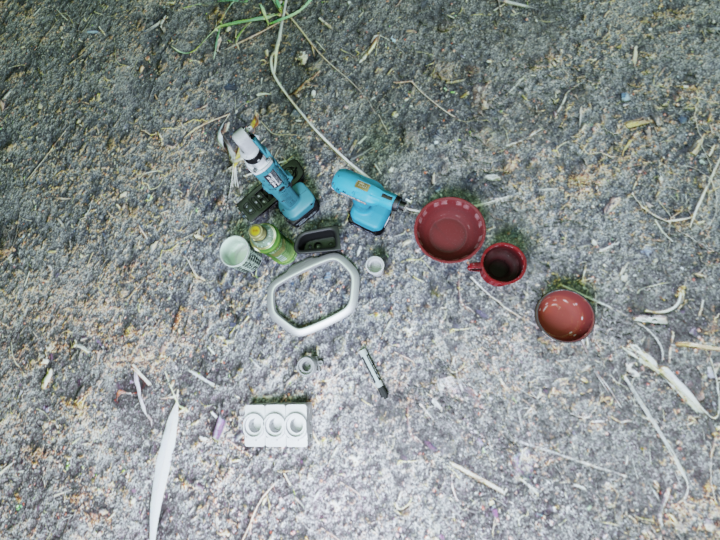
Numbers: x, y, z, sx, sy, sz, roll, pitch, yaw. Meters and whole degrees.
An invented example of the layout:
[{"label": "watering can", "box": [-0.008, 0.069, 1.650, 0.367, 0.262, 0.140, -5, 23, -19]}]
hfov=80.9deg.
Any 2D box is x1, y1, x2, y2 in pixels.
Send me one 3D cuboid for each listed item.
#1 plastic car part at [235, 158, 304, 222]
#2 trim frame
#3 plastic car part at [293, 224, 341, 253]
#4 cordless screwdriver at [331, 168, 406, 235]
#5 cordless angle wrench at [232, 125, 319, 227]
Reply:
[{"label": "plastic car part", "box": [-0.230, -0.210, 1.129, 0.203, 0.065, 0.068, -43, 74, 0]}, {"label": "trim frame", "box": [-0.119, 0.056, 1.059, 0.250, 0.026, 0.189, -27, 73, 5]}, {"label": "plastic car part", "box": [-0.104, -0.068, 1.064, 0.118, 0.069, 0.067, -8, 77, 10]}, {"label": "cordless screwdriver", "box": [0.032, -0.143, 0.960, 0.164, 0.241, 0.074, 26, 84, 13]}, {"label": "cordless angle wrench", "box": [-0.186, -0.200, 0.935, 0.098, 0.410, 0.076, -38, 77, 0]}]
